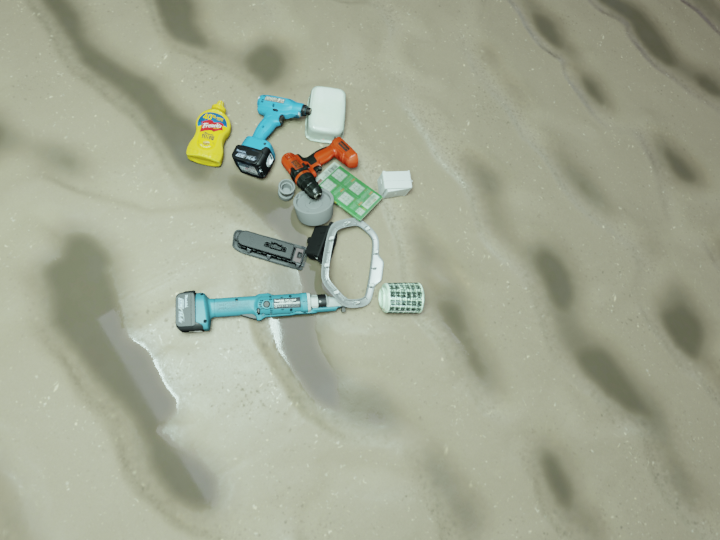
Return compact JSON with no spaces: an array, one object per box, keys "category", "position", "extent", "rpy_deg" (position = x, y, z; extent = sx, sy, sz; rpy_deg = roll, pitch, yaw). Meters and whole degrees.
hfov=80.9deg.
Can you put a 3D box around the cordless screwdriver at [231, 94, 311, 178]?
[{"category":"cordless screwdriver","position":[-0.244,-0.376,1.171],"extent":[0.163,0.072,0.251],"rpy_deg":[13,70,14]}]

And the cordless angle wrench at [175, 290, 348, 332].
[{"category":"cordless angle wrench","position":[-0.238,0.090,1.058],"extent":[0.416,0.074,0.100],"rpy_deg":[-3,76,-11]}]

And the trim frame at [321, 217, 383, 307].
[{"category":"trim frame","position":[-0.017,-0.025,1.111],"extent":[0.176,0.028,0.252],"rpy_deg":[21,64,-28]}]

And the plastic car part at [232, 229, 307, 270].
[{"category":"plastic car part","position":[-0.240,-0.059,1.106],"extent":[0.203,0.067,0.067],"rpy_deg":[16,81,0]}]

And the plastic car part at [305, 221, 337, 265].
[{"category":"plastic car part","position":[-0.110,-0.072,1.123],"extent":[0.074,0.062,0.118],"rpy_deg":[0,60,25]}]
